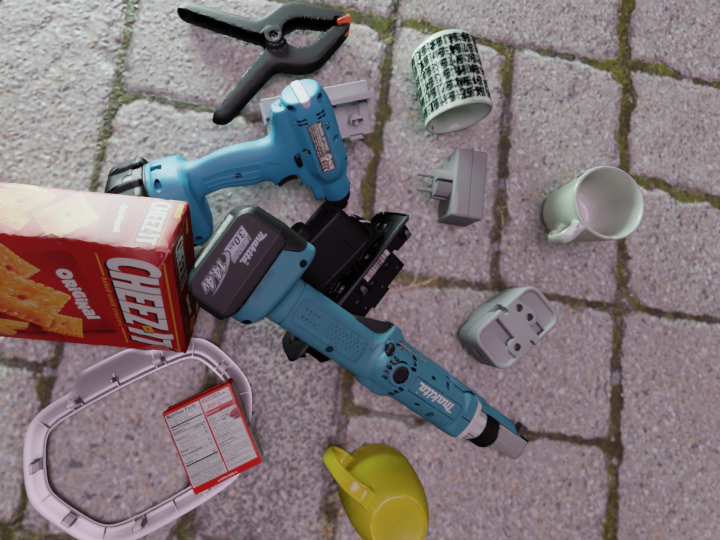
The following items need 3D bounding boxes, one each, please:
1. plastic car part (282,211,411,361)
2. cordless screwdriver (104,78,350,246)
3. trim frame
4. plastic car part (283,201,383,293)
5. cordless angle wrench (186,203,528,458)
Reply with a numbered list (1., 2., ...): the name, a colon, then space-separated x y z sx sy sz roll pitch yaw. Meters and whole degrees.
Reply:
1. plastic car part: -0.011 0.024 0.483 0.202 0.070 0.064 -48 123 -12
2. cordless screwdriver: -0.132 -0.087 0.462 0.249 0.151 0.078 -23 50 0
3. trim frame: -0.234 0.179 0.453 0.247 0.027 0.186 -26 84 -7
4. plastic car part: -0.046 -0.030 0.469 0.116 0.069 0.067 -45 125 -7
5. cordless angle wrench: 0.028 0.092 0.425 0.408 0.077 0.098 37 85 -19
